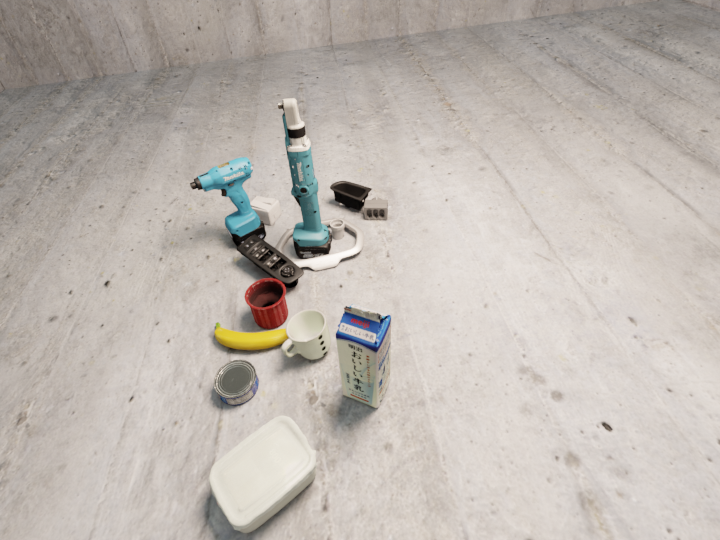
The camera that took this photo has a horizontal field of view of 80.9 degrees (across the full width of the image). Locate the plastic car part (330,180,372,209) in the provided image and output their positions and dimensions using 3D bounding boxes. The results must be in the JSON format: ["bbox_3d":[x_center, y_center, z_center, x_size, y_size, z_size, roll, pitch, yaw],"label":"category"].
[{"bbox_3d":[-0.030,-0.217,1.254,0.122,0.068,0.065,21,49,27],"label":"plastic car part"}]

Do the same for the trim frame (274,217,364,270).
[{"bbox_3d":[-0.112,-0.073,1.146,0.247,0.026,0.192,-13,43,-5],"label":"trim frame"}]

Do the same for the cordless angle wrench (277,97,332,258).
[{"bbox_3d":[-0.134,-0.204,1.009,0.099,0.407,0.076,1,43,5],"label":"cordless angle wrench"}]

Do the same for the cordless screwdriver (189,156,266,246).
[{"bbox_3d":[-0.346,-0.170,1.129,0.156,0.239,0.079,-26,47,-21],"label":"cordless screwdriver"}]

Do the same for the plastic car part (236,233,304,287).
[{"bbox_3d":[-0.226,-0.014,1.074,0.214,0.064,0.065,30,54,33],"label":"plastic car part"}]
